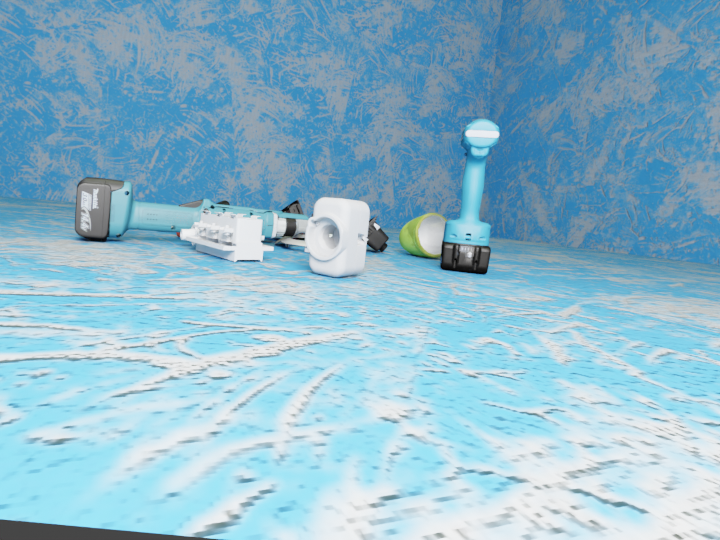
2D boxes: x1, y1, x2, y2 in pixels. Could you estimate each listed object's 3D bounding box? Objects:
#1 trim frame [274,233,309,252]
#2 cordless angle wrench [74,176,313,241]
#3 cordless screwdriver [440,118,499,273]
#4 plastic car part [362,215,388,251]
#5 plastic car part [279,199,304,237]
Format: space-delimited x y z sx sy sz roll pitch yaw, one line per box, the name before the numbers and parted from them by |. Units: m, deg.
trim frame | -0.086 -0.056 0.883 0.182 0.027 0.253 5 9 -8
cordless angle wrench | -0.260 -0.091 0.748 0.405 0.097 0.078 2 7 -29
cordless screwdriver | 0.188 -0.125 0.727 0.076 0.246 0.157 6 10 9
plastic car part | 0.029 -0.071 0.927 0.071 0.066 0.116 44 0 -1
plastic car part | -0.186 -0.108 0.993 0.066 0.065 0.209 -28 9 -20
